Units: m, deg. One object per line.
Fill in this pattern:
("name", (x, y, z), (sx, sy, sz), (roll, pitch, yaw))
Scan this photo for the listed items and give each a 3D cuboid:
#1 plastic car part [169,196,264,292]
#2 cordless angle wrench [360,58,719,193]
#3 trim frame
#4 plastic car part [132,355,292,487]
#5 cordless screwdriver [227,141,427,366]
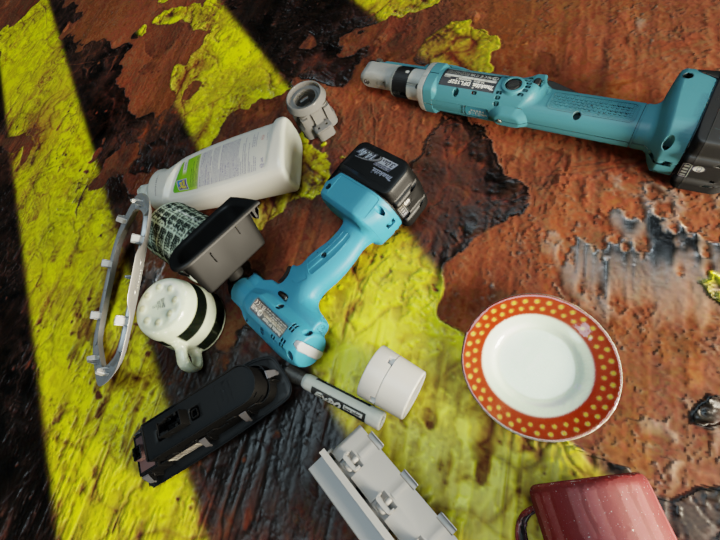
("plastic car part", (-0.158, -0.023, 0.489), (0.070, 0.067, 0.116), (13, 57, 46))
("cordless angle wrench", (0.179, -0.197, 0.489), (0.445, 0.070, 0.098), (25, 77, 30))
("trim frame", (-0.310, 0.017, 0.540), (0.192, 0.026, 0.252), (-11, 68, 46))
("plastic car part", (-0.170, 0.154, 0.454), (0.204, 0.063, 0.069), (-31, 54, 6))
("cordless screwdriver", (-0.048, -0.032, 0.494), (0.168, 0.070, 0.248), (33, 84, 38))
